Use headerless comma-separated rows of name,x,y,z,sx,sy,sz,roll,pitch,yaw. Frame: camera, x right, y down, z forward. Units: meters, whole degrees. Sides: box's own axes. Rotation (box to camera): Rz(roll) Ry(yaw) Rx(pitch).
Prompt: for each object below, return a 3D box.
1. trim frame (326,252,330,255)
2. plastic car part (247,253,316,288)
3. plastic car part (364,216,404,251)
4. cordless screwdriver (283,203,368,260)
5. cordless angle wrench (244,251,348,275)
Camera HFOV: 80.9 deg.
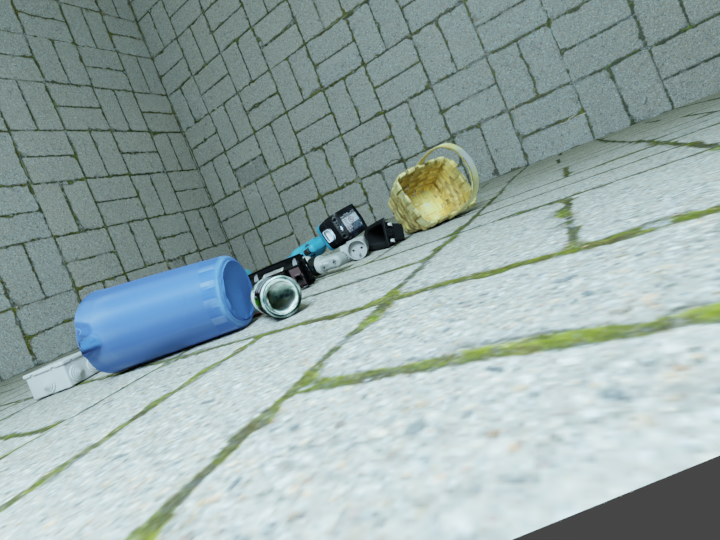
trim frame,-0.055,-0.044,1.154,0.179,0.027,0.258,-29,11,-39
plastic car part,-0.187,0.042,0.783,0.206,0.063,0.069,-19,30,14
plastic car part,0.060,-0.080,0.966,0.069,0.066,0.119,-7,-4,-20
cordless screwdriver,-0.105,-0.068,1.070,0.156,0.074,0.254,-36,4,-38
cordless angle wrench,-0.195,0.015,0.967,0.439,0.074,0.095,-13,10,41
